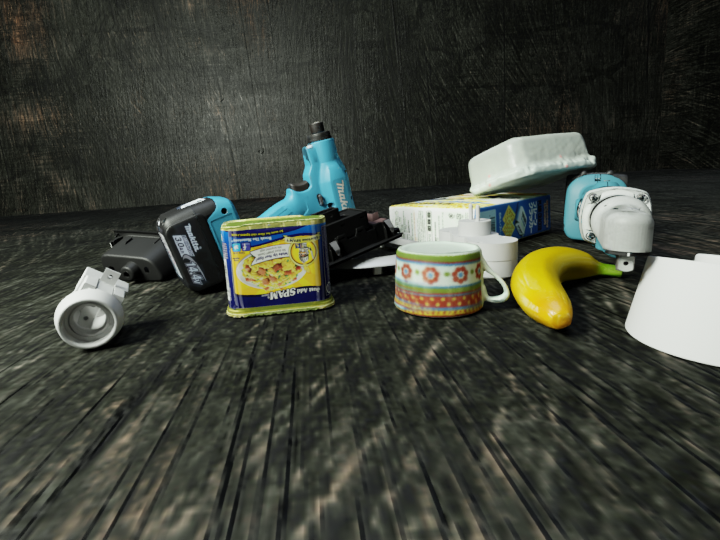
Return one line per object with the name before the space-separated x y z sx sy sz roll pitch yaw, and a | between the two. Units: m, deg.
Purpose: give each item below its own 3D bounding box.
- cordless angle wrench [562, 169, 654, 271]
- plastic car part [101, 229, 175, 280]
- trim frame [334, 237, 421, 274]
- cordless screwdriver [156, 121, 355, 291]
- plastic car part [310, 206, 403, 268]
cordless angle wrench | 0.262 -0.063 0.455 0.077 0.097 0.410 5 12 25
plastic car part | -0.295 -0.012 0.564 0.120 0.064 0.071 4 28 18
trim frame | -0.015 -0.028 0.600 0.178 0.027 0.261 -10 16 -29
cordless screwdriver | -0.121 -0.082 0.520 0.242 0.156 0.078 -22 18 -26
plastic car part | -0.048 -0.031 0.487 0.198 0.065 0.070 -28 32 -25
